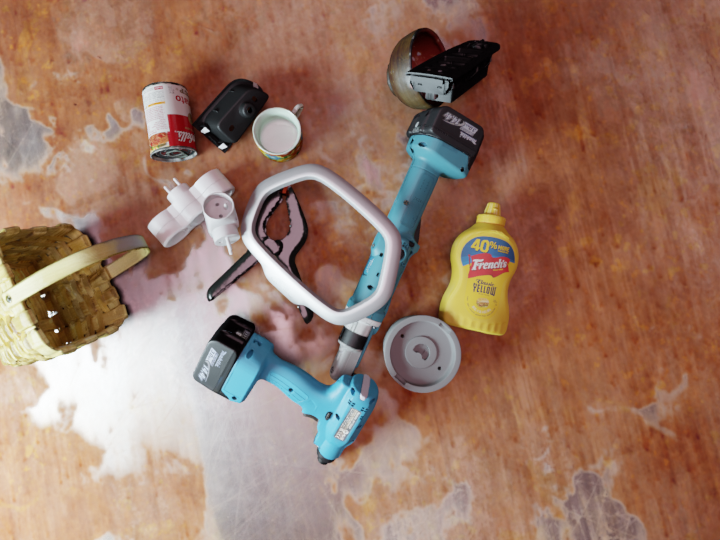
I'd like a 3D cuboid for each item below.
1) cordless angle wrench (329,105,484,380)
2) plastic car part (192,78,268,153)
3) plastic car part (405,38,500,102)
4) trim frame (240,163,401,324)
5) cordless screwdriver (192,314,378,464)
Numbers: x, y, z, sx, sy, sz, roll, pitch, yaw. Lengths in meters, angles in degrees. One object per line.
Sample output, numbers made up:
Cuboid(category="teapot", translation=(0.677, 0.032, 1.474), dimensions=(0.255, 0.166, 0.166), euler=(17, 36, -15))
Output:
Cuboid(category="cordless angle wrench", translation=(0.048, -0.029, 0.626), dimensions=(0.094, 0.077, 0.422), euler=(23, 92, -21))
Cuboid(category="plastic car part", translation=(-0.183, -0.236, 0.632), dimensions=(0.116, 0.075, 0.062), euler=(-51, 130, -2))
Cuboid(category="plastic car part", translation=(0.143, -0.286, 0.608), dimensions=(0.070, 0.064, 0.201), euler=(17, 48, 33))
Cuboid(category="trim frame", translation=(-0.058, -0.038, 0.598), dimensions=(0.252, 0.027, 0.184), euler=(41, 96, 7))
Cuboid(category="cordless screwdriver", translation=(-0.115, 0.179, 0.611), dimensions=(0.250, 0.074, 0.158), euler=(25, 113, 2))
